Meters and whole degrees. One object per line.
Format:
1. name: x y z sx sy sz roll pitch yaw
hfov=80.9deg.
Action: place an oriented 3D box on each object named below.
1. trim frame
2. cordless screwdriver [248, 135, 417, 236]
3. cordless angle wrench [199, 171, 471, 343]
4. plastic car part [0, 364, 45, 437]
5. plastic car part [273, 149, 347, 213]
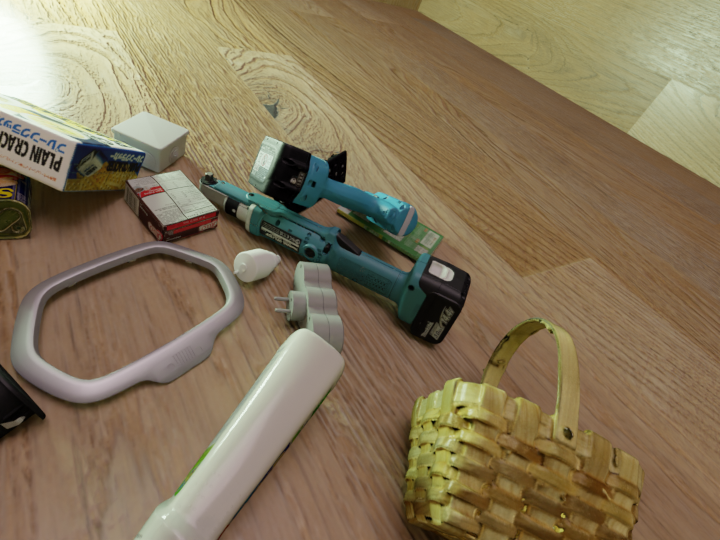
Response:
1. trim frame: -0.248 0.044 0.476 0.191 0.027 0.242 36 40 18
2. cordless screwdriver: -0.046 -0.126 0.650 0.237 0.074 0.167 17 13 -30
3. cordless angle wrench: -0.060 -0.039 0.614 0.434 0.096 0.074 26 39 13
4. plastic car part: -0.332 0.103 0.351 0.120 0.065 0.070 39 56 14
5. plastic car part: -0.090 -0.162 0.753 0.069 0.065 0.201 21 38 13
